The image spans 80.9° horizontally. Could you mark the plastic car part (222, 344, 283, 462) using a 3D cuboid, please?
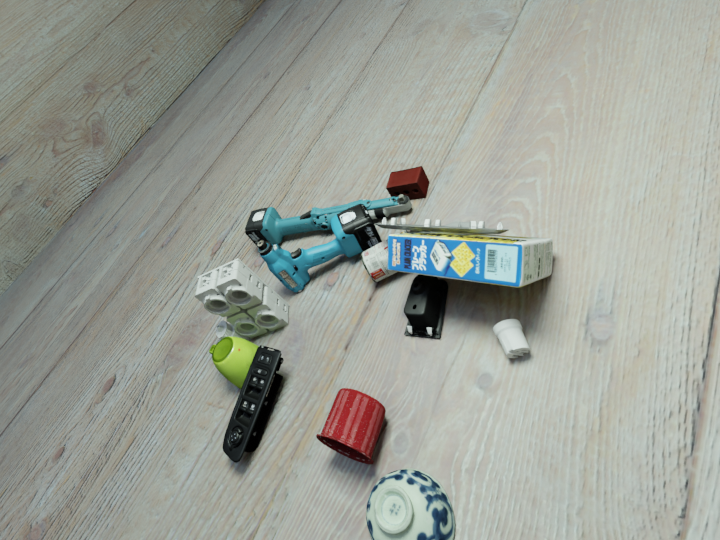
[{"bbox_3d":[-0.195,0.249,0.791,0.069,0.063,0.204,6,63,31],"label":"plastic car part"}]

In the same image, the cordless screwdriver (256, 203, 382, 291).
[{"bbox_3d":[-0.089,-0.058,0.909,0.251,0.151,0.078,-28,43,10],"label":"cordless screwdriver"}]

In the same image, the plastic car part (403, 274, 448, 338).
[{"bbox_3d":[0.109,0.050,0.739,0.069,0.067,0.118,-3,57,34],"label":"plastic car part"}]

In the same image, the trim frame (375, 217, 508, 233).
[{"bbox_3d":[0.142,-0.083,0.774,0.261,0.176,0.027,8,98,49],"label":"trim frame"}]

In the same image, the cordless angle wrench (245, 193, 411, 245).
[{"bbox_3d":[-0.084,-0.126,1.020,0.439,0.093,0.076,-6,51,27],"label":"cordless angle wrench"}]
